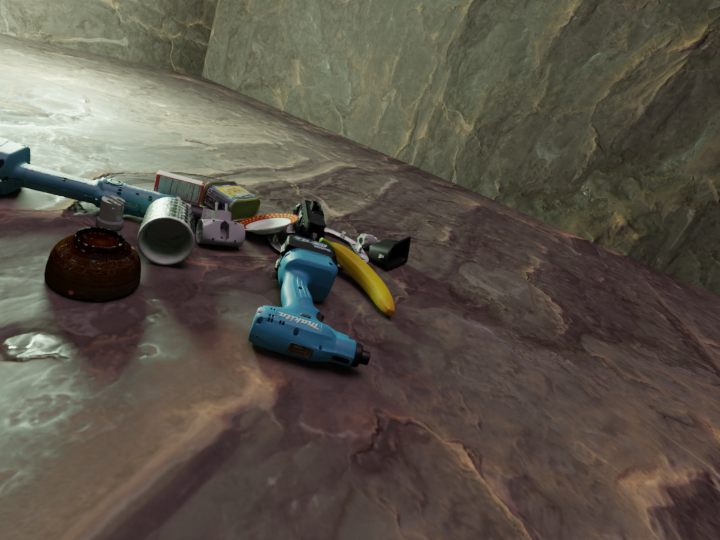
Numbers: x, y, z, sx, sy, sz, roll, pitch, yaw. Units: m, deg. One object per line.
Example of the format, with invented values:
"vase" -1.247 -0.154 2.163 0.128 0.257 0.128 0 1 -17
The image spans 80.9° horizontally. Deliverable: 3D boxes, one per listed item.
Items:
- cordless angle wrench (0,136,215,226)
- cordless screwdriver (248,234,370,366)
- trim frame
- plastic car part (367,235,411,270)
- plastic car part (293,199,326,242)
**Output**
"cordless angle wrench" -0.431 -0.131 0.732 0.407 0.074 0.102 13 24 -23
"cordless screwdriver" -0.067 0.043 0.636 0.157 0.073 0.255 17 27 -9
"trim frame" -0.088 -0.058 0.902 0.194 0.027 0.238 35 28 33
"plastic car part" 0.058 -0.043 0.959 0.075 0.065 0.112 17 21 32
"plastic car part" -0.102 -0.108 0.907 0.064 0.067 0.210 21 24 -19
